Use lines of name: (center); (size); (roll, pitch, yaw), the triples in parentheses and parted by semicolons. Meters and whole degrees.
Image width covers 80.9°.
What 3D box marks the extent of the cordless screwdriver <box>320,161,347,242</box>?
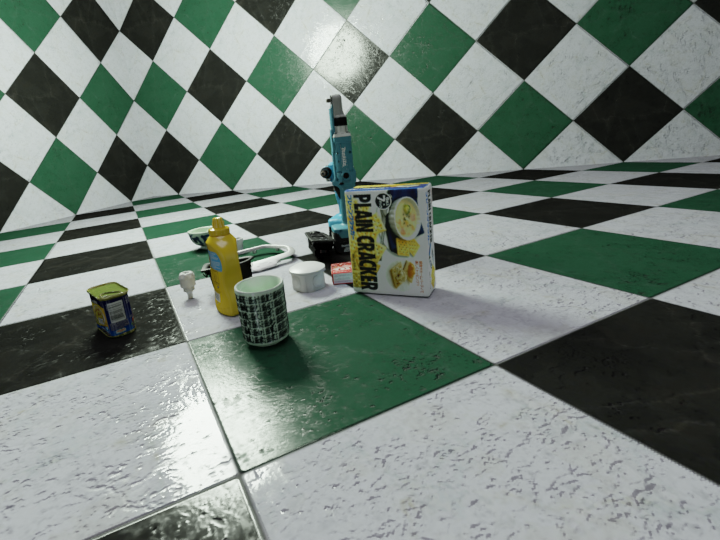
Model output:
cordless screwdriver: (-0.064, -0.196, 1.243); (0.077, 0.244, 0.156); (2, 17, 25)

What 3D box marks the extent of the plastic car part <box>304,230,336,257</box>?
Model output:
plastic car part: (-0.116, -0.076, 1.182); (0.065, 0.066, 0.210); (-9, 18, -12)

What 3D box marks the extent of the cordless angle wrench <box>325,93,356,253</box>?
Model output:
cordless angle wrench: (-0.045, -0.258, 1.152); (0.097, 0.415, 0.076); (-7, 15, -7)

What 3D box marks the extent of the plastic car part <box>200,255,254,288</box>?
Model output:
plastic car part: (-0.300, 0.011, 0.975); (0.116, 0.069, 0.068); (-8, 16, -5)

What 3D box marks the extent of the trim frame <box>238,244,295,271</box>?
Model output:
trim frame: (-0.300, -0.032, 1.175); (0.240, 0.027, 0.194); (-18, 21, -31)
